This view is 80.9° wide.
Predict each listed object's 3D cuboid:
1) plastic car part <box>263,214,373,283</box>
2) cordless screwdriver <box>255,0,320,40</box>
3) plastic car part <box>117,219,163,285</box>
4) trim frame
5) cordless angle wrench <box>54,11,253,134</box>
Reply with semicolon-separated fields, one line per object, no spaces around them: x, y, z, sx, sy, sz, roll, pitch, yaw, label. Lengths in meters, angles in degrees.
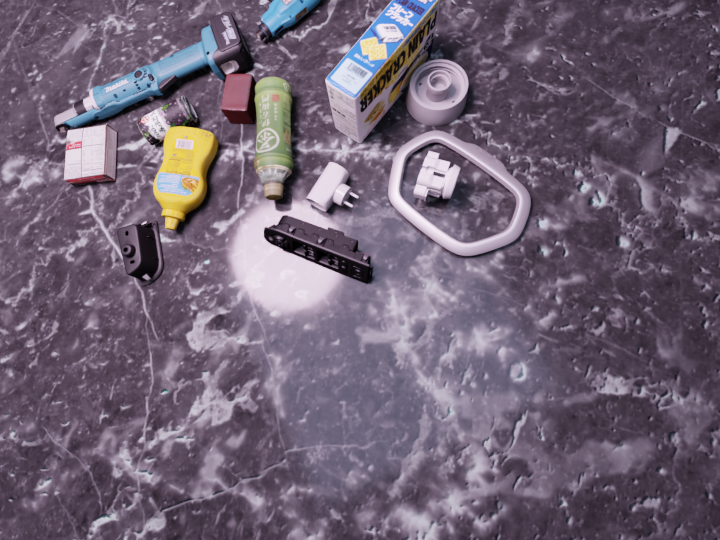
-0.070;-0.046;0.719;0.208;0.064;0.067;17;72;12;plastic car part
-0.209;-0.587;0.857;0.159;0.073;0.254;-42;79;-2;cordless screwdriver
-0.404;-0.037;0.764;0.066;0.069;0.119;-19;74;4;plastic car part
0.163;-0.135;0.721;0.256;0.027;0.184;40;87;16;trim frame
-0.427;-0.376;0.846;0.426;0.072;0.100;-21;77;6;cordless angle wrench
